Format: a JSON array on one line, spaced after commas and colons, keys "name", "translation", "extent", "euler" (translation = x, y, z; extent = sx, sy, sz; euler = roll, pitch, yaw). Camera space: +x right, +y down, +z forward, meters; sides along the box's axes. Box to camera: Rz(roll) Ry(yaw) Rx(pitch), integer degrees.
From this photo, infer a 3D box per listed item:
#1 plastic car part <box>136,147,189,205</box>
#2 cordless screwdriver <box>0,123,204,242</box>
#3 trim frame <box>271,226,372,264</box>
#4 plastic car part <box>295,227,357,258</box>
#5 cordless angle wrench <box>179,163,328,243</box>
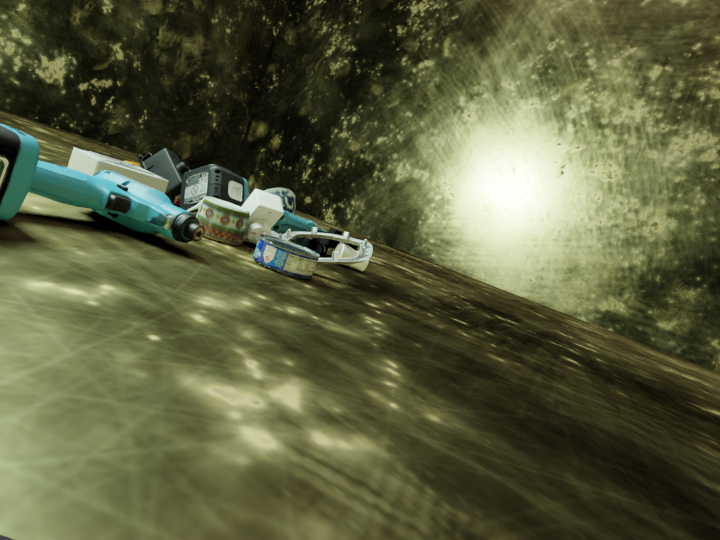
[{"name": "plastic car part", "translation": [-0.349, -0.177, 0.776], "extent": [0.121, 0.071, 0.063], "euler": [55, 7, 21]}, {"name": "cordless screwdriver", "translation": [-0.267, -0.073, 0.382], "extent": [0.165, 0.074, 0.240], "euler": [22, 3, 18]}, {"name": "trim frame", "translation": [-0.071, -0.047, 0.728], "extent": [0.186, 0.027, 0.249], "euler": [6, 16, 5]}, {"name": "plastic car part", "translation": [-0.057, -0.056, 0.922], "extent": [0.069, 0.067, 0.193], "euler": [16, 1, 27]}, {"name": "cordless angle wrench", "translation": [-0.166, -0.099, 0.847], "extent": [0.102, 0.075, 0.401], "euler": [-7, -13, 29]}]
